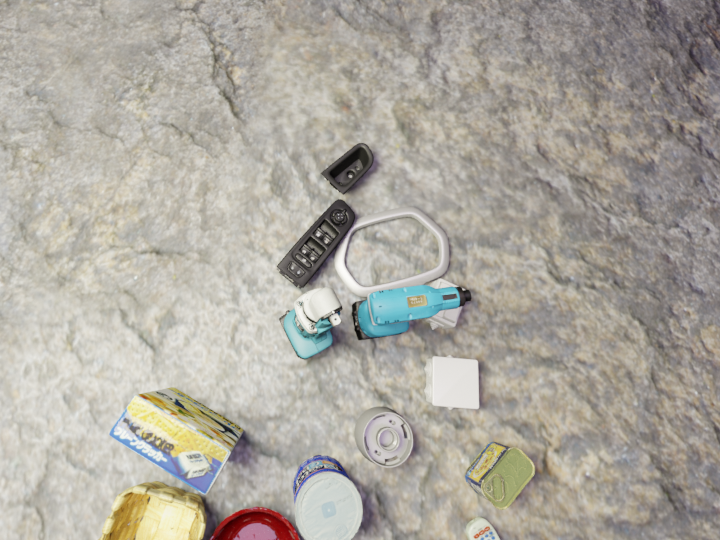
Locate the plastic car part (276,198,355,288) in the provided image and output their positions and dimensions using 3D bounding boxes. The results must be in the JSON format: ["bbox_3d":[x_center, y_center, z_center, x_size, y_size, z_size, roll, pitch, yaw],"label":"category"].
[{"bbox_3d":[-0.084,-0.055,0.855,0.067,0.067,0.202,37,74,3],"label":"plastic car part"}]

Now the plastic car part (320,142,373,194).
[{"bbox_3d":[-0.023,-0.210,0.903,0.067,0.070,0.116,45,75,5],"label":"plastic car part"}]

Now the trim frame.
[{"bbox_3d":[0.066,-0.037,0.883,0.245,0.027,0.188,-16,76,-9],"label":"trim frame"}]

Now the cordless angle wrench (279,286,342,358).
[{"bbox_3d":[-0.073,0.075,0.635,0.073,0.421,0.099,-26,83,-15],"label":"cordless angle wrench"}]

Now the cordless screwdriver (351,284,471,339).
[{"bbox_3d":[0.074,0.070,0.739,0.157,0.248,0.076,-7,78,-11],"label":"cordless screwdriver"}]
